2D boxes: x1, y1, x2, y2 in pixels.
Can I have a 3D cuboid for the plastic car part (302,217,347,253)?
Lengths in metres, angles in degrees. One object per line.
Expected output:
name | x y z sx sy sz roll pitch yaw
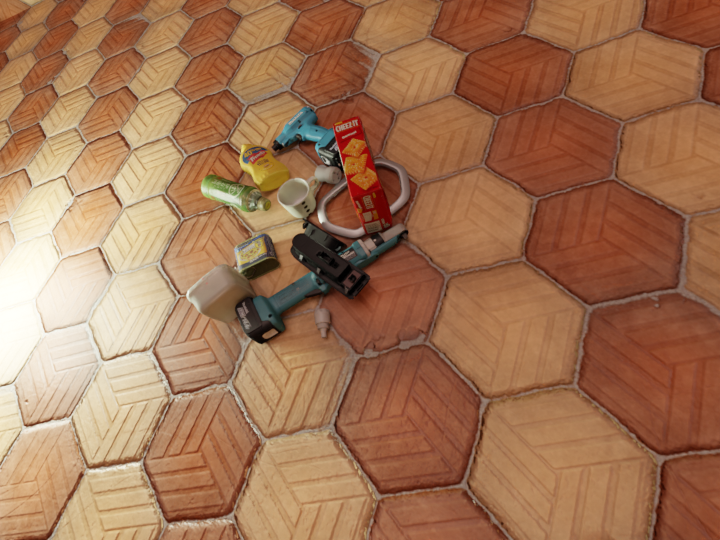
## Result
plastic car part | -0.099 -0.064 1.008 0.122 0.063 0.071 37 95 27

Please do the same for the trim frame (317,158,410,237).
trim frame | 0.007 -0.180 1.042 0.248 0.026 0.193 -39 59 0

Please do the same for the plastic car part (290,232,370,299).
plastic car part | -0.080 -0.021 0.907 0.214 0.064 0.066 33 81 31

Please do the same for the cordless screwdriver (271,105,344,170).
cordless screwdriver | -0.127 -0.347 1.152 0.159 0.070 0.263 -46 55 -6

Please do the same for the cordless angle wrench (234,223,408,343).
cordless angle wrench | -0.079 0.014 0.953 0.423 0.071 0.103 -32 59 0
